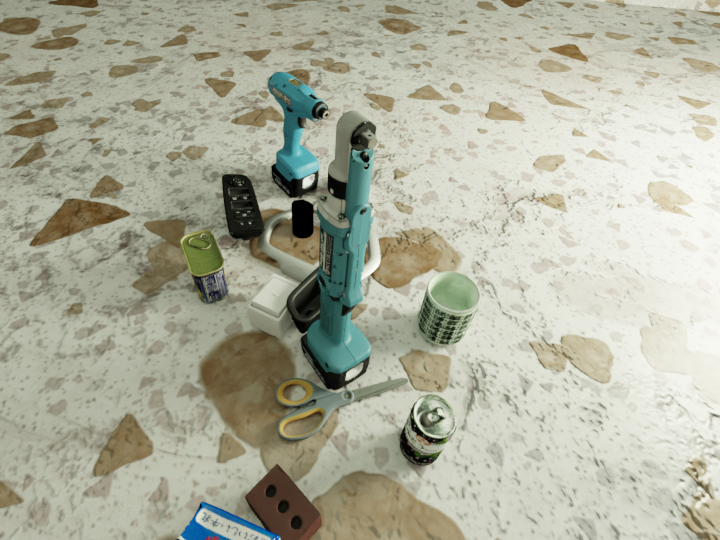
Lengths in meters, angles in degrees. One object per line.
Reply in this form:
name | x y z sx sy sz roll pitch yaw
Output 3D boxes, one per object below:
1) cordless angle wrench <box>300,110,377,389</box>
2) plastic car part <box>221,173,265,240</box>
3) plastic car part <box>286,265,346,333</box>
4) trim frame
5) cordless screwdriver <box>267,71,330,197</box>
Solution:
cordless angle wrench | -0.023 0.005 0.509 0.073 0.411 0.103 -24 55 -25
plastic car part | -0.241 -0.127 0.856 0.065 0.065 0.213 -12 49 -14
plastic car part | -0.075 0.055 0.692 0.069 0.069 0.115 30 53 22
trim frame | -0.080 -0.052 0.817 0.257 0.027 0.183 22 51 18
cordless screwdriver | -0.121 -0.258 0.858 0.073 0.242 0.167 -29 57 -28
